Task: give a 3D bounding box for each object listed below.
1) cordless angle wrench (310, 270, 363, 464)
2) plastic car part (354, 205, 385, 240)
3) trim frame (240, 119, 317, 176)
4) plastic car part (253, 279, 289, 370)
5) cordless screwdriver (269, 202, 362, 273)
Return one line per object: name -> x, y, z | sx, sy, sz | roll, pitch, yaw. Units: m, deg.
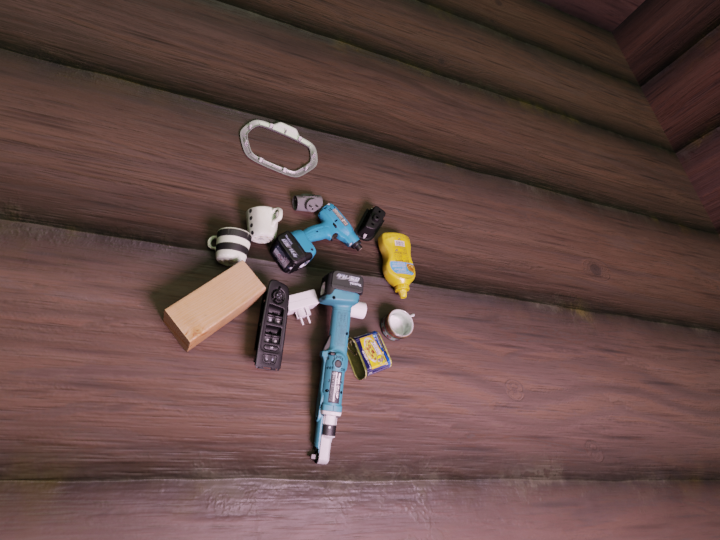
cordless angle wrench -> -0.062, 0.215, 0.979 | 0.095, 0.075, 0.430 | 12, 70, -17
plastic car part -> 0.036, -0.144, 1.243 | 0.066, 0.071, 0.117 | 33, 52, -5
trim frame -> -0.244, -0.375, 1.282 | 0.244, 0.027, 0.187 | 20, 56, -9
plastic car part -> -0.209, 0.124, 0.984 | 0.063, 0.069, 0.205 | 15, 73, -28
cordless screwdriver -> -0.112, -0.073, 1.142 | 0.162, 0.075, 0.243 | 48, 52, 6
